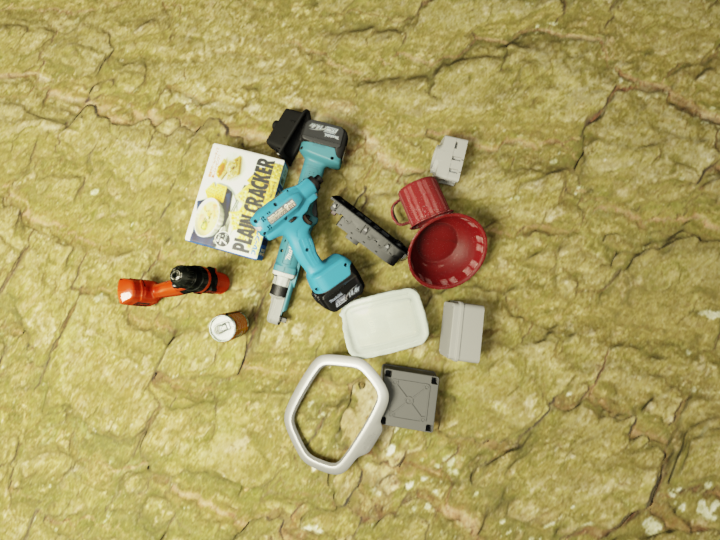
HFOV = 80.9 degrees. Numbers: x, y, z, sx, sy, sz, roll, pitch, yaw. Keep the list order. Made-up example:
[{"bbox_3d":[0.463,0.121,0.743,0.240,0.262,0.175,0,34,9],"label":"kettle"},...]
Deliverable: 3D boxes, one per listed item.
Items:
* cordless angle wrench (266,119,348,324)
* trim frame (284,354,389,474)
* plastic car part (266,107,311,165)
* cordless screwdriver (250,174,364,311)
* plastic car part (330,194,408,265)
[{"bbox_3d":[-0.126,-0.095,0.879,0.098,0.074,0.423,16,88,1],"label":"cordless angle wrench"},{"bbox_3d":[-0.049,0.279,0.828,0.191,0.026,0.248,32,98,19],"label":"trim frame"},{"bbox_3d":[-0.160,-0.296,0.908,0.073,0.064,0.117,23,83,17],"label":"plastic car part"},{"bbox_3d":[-0.081,-0.053,0.824,0.158,0.077,0.242,-40,106,-11],"label":"cordless screwdriver"},{"bbox_3d":[0.014,-0.076,0.870,0.205,0.065,0.067,34,97,6],"label":"plastic car part"}]
